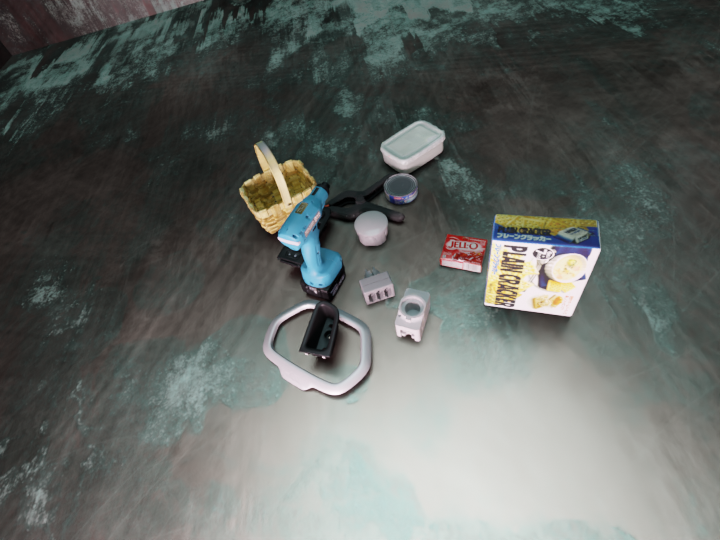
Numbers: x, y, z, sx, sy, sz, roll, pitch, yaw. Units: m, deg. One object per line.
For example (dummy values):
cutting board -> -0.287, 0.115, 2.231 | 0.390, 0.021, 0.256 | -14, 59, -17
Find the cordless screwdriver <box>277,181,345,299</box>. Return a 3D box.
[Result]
cordless screwdriver -> -0.088, -0.058, 0.904 | 0.077, 0.238, 0.159 | 16, 58, 23

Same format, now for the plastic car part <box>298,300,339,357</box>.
plastic car part -> -0.072, 0.130, 0.865 | 0.068, 0.068, 0.118 | 5, 55, 17

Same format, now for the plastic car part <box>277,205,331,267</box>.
plastic car part -> -0.127, -0.081, 1.046 | 0.069, 0.064, 0.204 | 11, 57, 21

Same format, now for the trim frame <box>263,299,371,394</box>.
trim frame -> -0.091, 0.154, 0.878 | 0.261, 0.026, 0.184 | 21, 61, 28
